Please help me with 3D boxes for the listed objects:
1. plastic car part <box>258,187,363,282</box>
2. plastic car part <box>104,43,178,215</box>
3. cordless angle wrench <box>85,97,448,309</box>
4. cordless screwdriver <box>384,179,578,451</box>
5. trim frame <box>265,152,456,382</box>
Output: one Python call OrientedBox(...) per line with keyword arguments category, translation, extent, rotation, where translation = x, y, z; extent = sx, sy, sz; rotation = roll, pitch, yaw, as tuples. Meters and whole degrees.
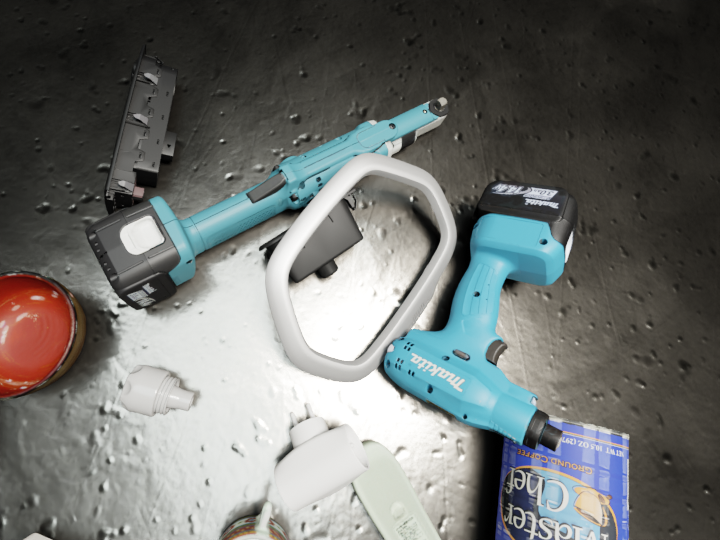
OrientedBox(category="plastic car part", translation=(-0.045, -0.029, 0.460), extent=(0.115, 0.067, 0.070), rotation=(-38, 97, -13))
OrientedBox(category="plastic car part", translation=(-0.241, -0.163, 0.477), extent=(0.065, 0.067, 0.206), rotation=(4, 73, -18))
OrientedBox(category="cordless angle wrench", translation=(-0.068, -0.099, 0.466), extent=(0.416, 0.098, 0.076), rotation=(-31, 82, -18))
OrientedBox(category="cordless screwdriver", translation=(0.148, 0.033, 0.417), extent=(0.168, 0.070, 0.248), rotation=(21, 70, 35))
OrientedBox(category="trim frame", translation=(0.010, -0.005, 0.433), extent=(0.178, 0.028, 0.248), rotation=(43, 71, -20))
